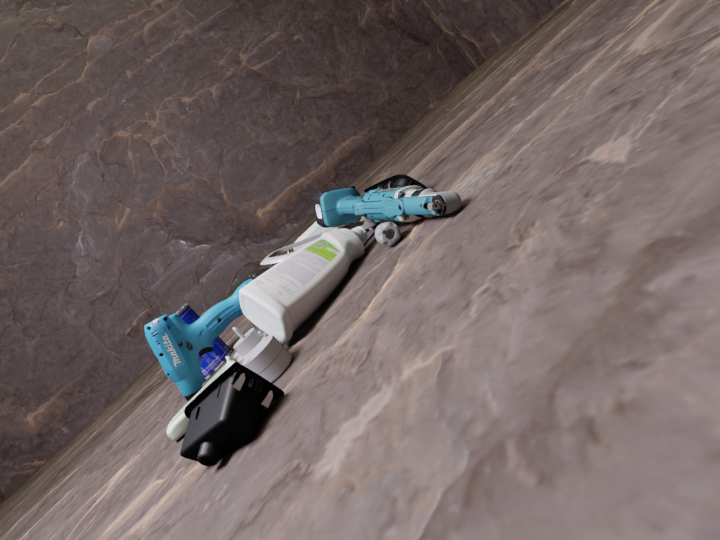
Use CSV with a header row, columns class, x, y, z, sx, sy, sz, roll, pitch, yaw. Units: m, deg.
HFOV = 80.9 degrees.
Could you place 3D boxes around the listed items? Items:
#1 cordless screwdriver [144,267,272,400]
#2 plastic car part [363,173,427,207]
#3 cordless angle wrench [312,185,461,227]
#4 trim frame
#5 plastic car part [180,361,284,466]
class,x,y,z,sx,sy,sz,roll,pitch,yaw
cordless screwdriver,-0.227,0.107,0.741,0.244,0.158,0.076,-29,5,-22
plastic car part,0.055,-0.141,0.824,0.067,0.065,0.208,-55,15,-14
cordless angle wrench,0.028,-0.110,0.714,0.095,0.073,0.439,-15,13,-21
trim frame,-0.082,-0.054,0.837,0.243,0.027,0.191,-22,11,-22
plastic car part,-0.144,0.160,0.436,0.118,0.064,0.073,-41,24,23
